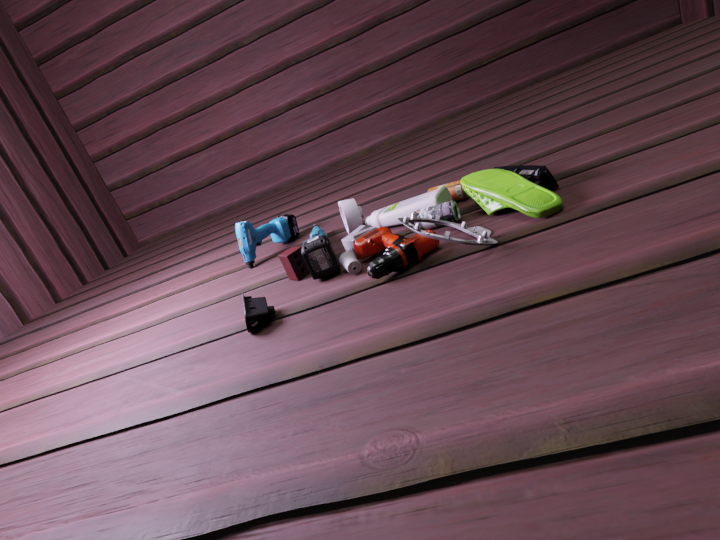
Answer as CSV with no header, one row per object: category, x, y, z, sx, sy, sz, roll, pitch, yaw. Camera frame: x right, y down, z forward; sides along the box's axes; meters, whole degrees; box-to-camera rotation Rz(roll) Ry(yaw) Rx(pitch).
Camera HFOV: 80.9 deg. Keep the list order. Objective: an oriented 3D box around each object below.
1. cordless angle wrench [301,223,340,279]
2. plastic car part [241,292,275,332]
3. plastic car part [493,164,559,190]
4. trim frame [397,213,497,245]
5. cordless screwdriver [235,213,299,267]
cordless angle wrench,-0.121,-0.079,1.235,0.074,0.096,0.431,-23,16,0
plastic car part,-0.231,0.095,0.963,0.069,0.064,0.121,-14,20,-16
plastic car part,0.394,-0.223,1.058,0.067,0.064,0.210,-49,22,4
trim frame,0.184,-0.092,0.913,0.181,0.027,0.256,5,15,-12
cordless screwdriver,-0.326,-0.111,1.496,0.078,0.157,0.240,-4,11,40
